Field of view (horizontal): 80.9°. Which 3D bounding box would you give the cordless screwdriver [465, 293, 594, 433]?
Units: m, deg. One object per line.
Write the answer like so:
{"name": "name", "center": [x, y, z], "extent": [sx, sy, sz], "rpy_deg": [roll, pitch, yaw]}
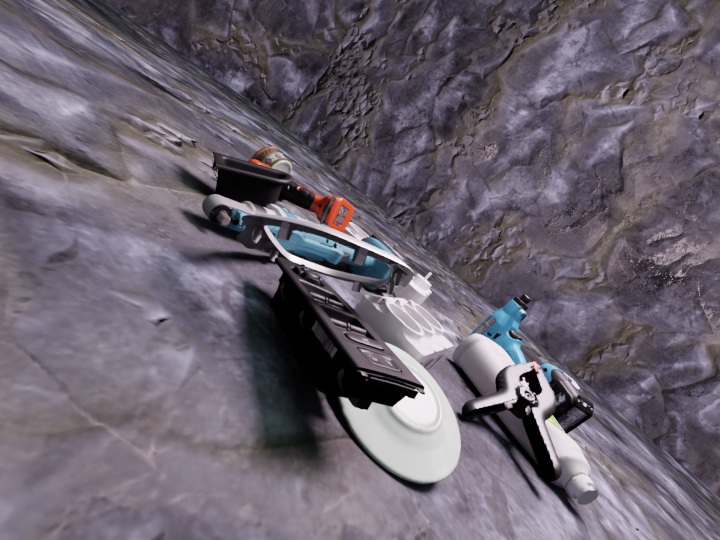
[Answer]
{"name": "cordless screwdriver", "center": [0.312, 0.161, 0.778], "extent": [0.071, 0.160, 0.260], "rpy_deg": [33, 15, -31]}

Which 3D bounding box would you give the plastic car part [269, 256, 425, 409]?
{"name": "plastic car part", "center": [-0.032, 0.050, 0.366], "extent": [0.063, 0.067, 0.214], "rpy_deg": [16, 19, -32]}

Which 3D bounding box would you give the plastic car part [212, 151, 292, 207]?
{"name": "plastic car part", "center": [-0.160, -0.117, 0.604], "extent": [0.112, 0.070, 0.069], "rpy_deg": [14, 24, -26]}

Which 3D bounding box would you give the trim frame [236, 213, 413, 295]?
{"name": "trim frame", "center": [-0.039, -0.010, 0.452], "extent": [0.186, 0.028, 0.245], "rpy_deg": [18, -8, 3]}

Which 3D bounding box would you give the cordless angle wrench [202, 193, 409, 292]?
{"name": "cordless angle wrench", "center": [-0.062, -0.040, 0.632], "extent": [0.103, 0.074, 0.401], "rpy_deg": [46, 16, 31]}
